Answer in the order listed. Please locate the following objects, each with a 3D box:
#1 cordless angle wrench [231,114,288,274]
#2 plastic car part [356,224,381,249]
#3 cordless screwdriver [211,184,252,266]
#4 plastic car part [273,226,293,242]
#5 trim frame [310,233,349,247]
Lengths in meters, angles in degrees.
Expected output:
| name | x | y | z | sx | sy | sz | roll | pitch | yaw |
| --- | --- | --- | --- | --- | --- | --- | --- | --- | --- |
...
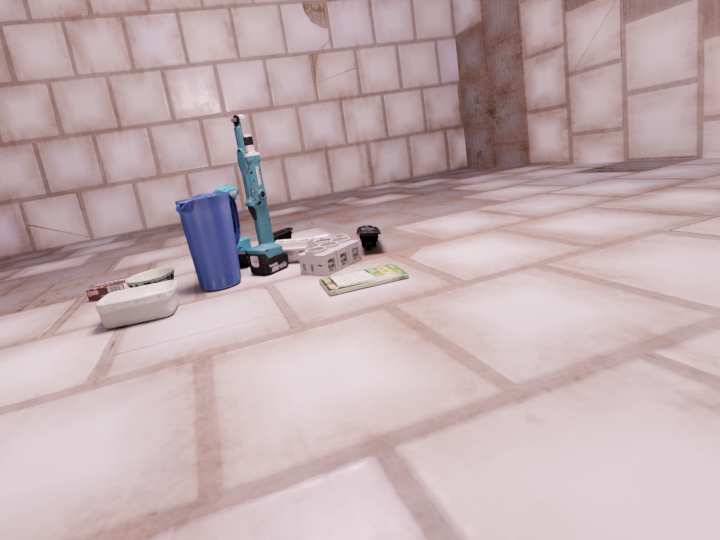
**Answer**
| name | x | y | z | sx | sy | sz | roll | pitch | yaw |
| --- | --- | --- | --- | --- | --- | --- | --- | --- | --- |
| cordless angle wrench | -0.280 | -0.200 | 1.129 | 0.078 | 0.416 | 0.095 | 0 | 15 | 37 |
| plastic car part | 0.025 | -0.099 | 1.239 | 0.067 | 0.066 | 0.205 | -9 | 15 | 2 |
| cordless screwdriver | -0.384 | -0.137 | 1.288 | 0.075 | 0.245 | 0.160 | -8 | 13 | 3 |
| plastic car part | -0.262 | -0.096 | 1.393 | 0.069 | 0.070 | 0.113 | 2 | 19 | 39 |
| trim frame | -0.133 | -0.087 | 1.363 | 0.189 | 0.027 | 0.246 | -5 | 16 | 16 |
